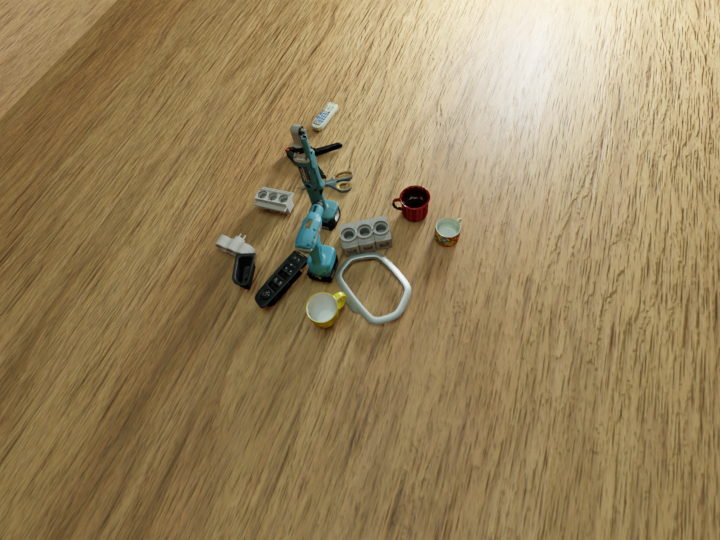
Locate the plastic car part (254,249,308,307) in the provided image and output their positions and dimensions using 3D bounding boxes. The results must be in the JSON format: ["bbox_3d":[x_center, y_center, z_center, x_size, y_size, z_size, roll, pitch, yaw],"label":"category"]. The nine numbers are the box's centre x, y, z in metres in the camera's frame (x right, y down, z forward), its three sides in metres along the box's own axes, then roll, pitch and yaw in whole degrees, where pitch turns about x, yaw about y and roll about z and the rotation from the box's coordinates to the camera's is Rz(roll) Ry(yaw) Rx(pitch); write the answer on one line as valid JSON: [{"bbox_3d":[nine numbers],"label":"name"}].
[{"bbox_3d":[-0.239,0.034,1.285,0.069,0.064,0.202,35,73,25],"label":"plastic car part"}]

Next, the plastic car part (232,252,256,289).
[{"bbox_3d":[-0.359,0.011,1.323,0.067,0.068,0.119,-3,60,9],"label":"plastic car part"}]

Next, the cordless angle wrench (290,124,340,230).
[{"bbox_3d":[-0.140,-0.264,1.234,0.101,0.406,0.075,16,65,16],"label":"cordless angle wrench"}]

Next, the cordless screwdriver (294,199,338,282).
[{"bbox_3d":[-0.119,-0.078,1.220,0.076,0.239,0.161,10,63,13],"label":"cordless screwdriver"}]

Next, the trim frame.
[{"bbox_3d":[0.034,0.046,1.239,0.183,0.026,0.261,-35,59,-8],"label":"trim frame"}]
